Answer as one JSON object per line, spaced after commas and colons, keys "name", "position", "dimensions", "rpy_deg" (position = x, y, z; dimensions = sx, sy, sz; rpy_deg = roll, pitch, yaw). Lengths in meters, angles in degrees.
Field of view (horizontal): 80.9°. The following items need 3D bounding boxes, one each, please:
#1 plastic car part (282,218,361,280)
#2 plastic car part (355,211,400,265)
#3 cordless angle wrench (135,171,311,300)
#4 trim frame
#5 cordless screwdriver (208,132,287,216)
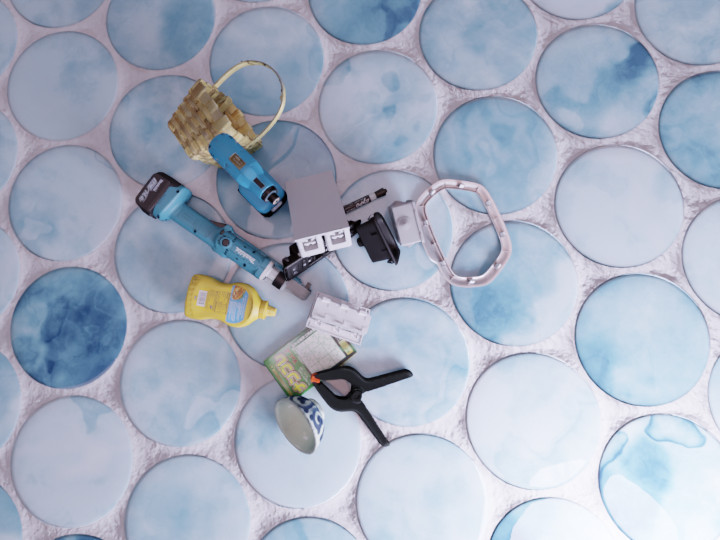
{"name": "plastic car part", "position": [-0.088, -0.058, 0.904], "dimensions": [0.200, 0.064, 0.070], "rpy_deg": [-31, 60, -16]}
{"name": "plastic car part", "position": [0.030, -0.064, 0.902], "dimensions": [0.073, 0.066, 0.113], "rpy_deg": [-23, 109, 24]}
{"name": "cordless angle wrench", "position": [-0.290, -0.061, 0.925], "dimensions": [0.426, 0.074, 0.098], "rpy_deg": [34, 84, 3]}
{"name": "trim frame", "position": [0.223, -0.084, 0.923], "dimensions": [0.184, 0.027, 0.250], "rpy_deg": [-21, 85, 1]}
{"name": "cordless screwdriver", "position": [-0.199, -0.164, 0.839], "dimensions": [0.074, 0.245, 0.162], "rpy_deg": [-45, 83, -4]}
